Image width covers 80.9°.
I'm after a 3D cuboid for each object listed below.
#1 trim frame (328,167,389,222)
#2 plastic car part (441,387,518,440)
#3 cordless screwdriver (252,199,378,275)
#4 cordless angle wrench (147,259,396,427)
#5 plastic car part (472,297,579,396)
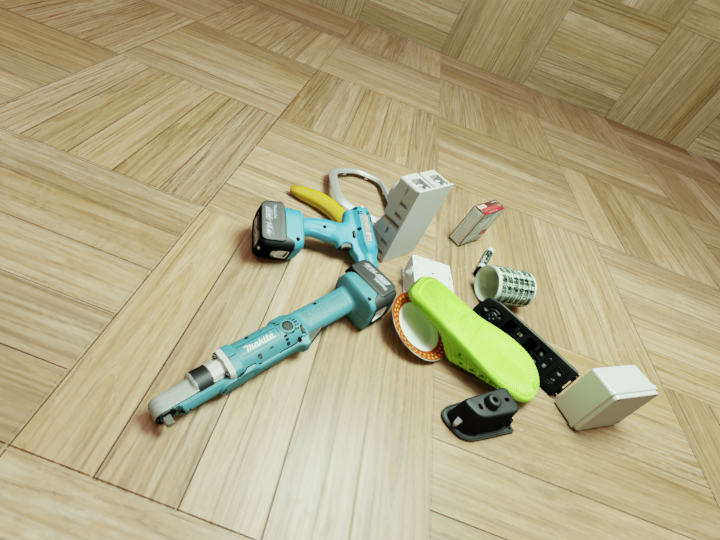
[{"bbox_3d":[0.011,-0.182,1.017,0.178,0.027,0.259,10,35,-19],"label":"trim frame"},{"bbox_3d":[0.193,0.214,0.648,0.112,0.070,0.069,0,45,-29],"label":"plastic car part"},{"bbox_3d":[-0.079,-0.052,0.811,0.240,0.075,0.164,0,65,-25],"label":"cordless screwdriver"},{"bbox_3d":[-0.114,0.100,0.642,0.410,0.073,0.102,-27,60,-39],"label":"cordless angle wrench"},{"bbox_3d":[0.307,0.129,0.797,0.064,0.066,0.212,-14,51,-48],"label":"plastic car part"}]
